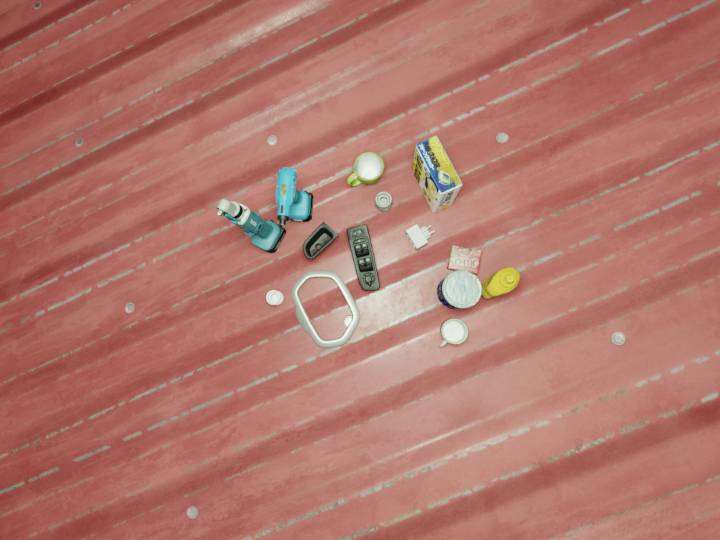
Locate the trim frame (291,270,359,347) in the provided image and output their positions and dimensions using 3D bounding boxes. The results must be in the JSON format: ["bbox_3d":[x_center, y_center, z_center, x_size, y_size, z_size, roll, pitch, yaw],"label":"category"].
[{"bbox_3d":[-0.112,0.114,1.307,0.184,0.027,0.254,-31,77,3],"label":"trim frame"}]

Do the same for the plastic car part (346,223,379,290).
[{"bbox_3d":[0.011,-0.035,1.293,0.067,0.065,0.206,-14,79,5],"label":"plastic car part"}]

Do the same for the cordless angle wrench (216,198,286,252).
[{"bbox_3d":[-0.305,-0.131,1.183,0.076,0.414,0.098,27,86,7],"label":"cordless angle wrench"}]

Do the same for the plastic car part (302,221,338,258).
[{"bbox_3d":[-0.129,-0.085,1.323,0.067,0.069,0.116,44,89,10],"label":"plastic car part"}]

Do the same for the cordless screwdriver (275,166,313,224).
[{"bbox_3d":[-0.201,-0.193,1.265,0.075,0.243,0.160,3,83,5],"label":"cordless screwdriver"}]
